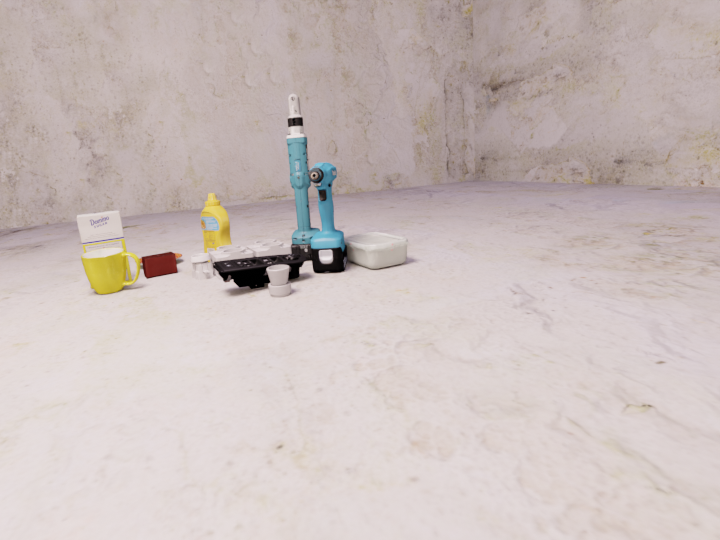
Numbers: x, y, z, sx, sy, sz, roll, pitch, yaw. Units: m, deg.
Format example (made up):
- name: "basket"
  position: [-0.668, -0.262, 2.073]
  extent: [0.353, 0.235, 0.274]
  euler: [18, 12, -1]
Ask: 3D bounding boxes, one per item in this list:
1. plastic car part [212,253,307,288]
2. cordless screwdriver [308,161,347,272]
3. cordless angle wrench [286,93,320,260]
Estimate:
- name: "plastic car part"
  position: [-0.203, 0.001, 0.895]
  extent: [0.196, 0.066, 0.070]
  euler: [-13, 15, -30]
- name: "cordless screwdriver"
  position: [-0.080, -0.117, 0.952]
  extent: [0.075, 0.245, 0.159]
  euler: [-3, 12, 7]
- name: "cordless angle wrench"
  position: [-0.156, -0.238, 1.099]
  extent: [0.075, 0.417, 0.098]
  euler: [-3, 11, 4]
